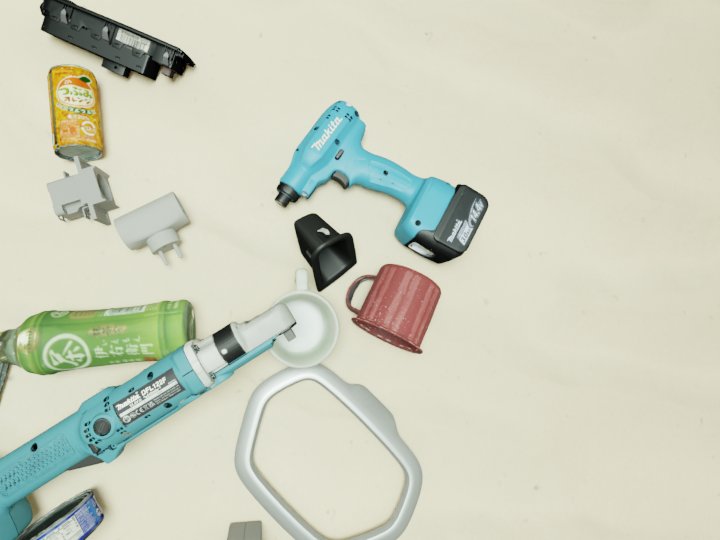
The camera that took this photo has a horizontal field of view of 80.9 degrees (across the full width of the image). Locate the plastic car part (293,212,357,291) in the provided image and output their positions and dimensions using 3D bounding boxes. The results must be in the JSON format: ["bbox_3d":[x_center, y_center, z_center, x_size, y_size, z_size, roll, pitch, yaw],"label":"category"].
[{"bbox_3d":[-0.050,-0.033,0.515,0.065,0.112,0.074,-39,68,-12],"label":"plastic car part"}]

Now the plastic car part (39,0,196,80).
[{"bbox_3d":[-0.322,-0.295,0.546,0.201,0.067,0.067,26,106,-4],"label":"plastic car part"}]

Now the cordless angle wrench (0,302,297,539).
[{"bbox_3d":[-0.253,0.154,0.434,0.422,0.074,0.098,-32,91,-4],"label":"cordless angle wrench"}]

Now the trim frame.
[{"bbox_3d":[-0.038,0.229,0.515,0.250,0.027,0.183,43,80,3],"label":"trim frame"}]

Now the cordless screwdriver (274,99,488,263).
[{"bbox_3d":[0.022,-0.093,0.547,0.250,0.074,0.159,34,80,3],"label":"cordless screwdriver"}]
